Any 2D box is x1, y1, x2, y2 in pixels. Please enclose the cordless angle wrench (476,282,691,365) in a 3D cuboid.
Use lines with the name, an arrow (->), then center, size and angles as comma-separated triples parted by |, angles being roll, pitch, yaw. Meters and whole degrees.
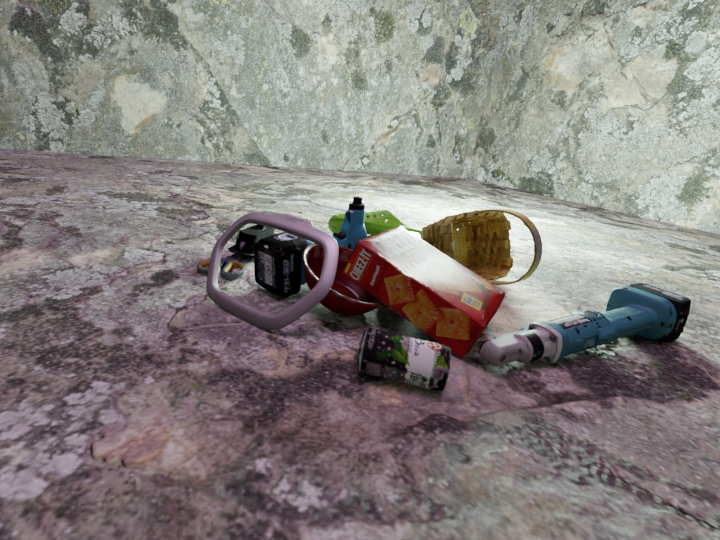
cordless angle wrench -> 0.344, 0.089, 0.642 | 0.407, 0.073, 0.103 | -7, 22, -28

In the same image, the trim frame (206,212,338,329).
trim frame -> -0.143, -0.010, 0.653 | 0.262, 0.184, 0.026 | 17, -17, 35

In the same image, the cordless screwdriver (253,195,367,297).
cordless screwdriver -> -0.076, -0.050, 0.777 | 0.078, 0.156, 0.239 | 20, 24, 37

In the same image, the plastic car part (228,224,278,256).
plastic car part -> -0.224, -0.071, 0.924 | 0.067, 0.066, 0.203 | 22, 17, 0

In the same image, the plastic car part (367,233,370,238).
plastic car part -> -0.017, -0.060, 0.965 | 0.069, 0.070, 0.112 | 21, 25, 34
